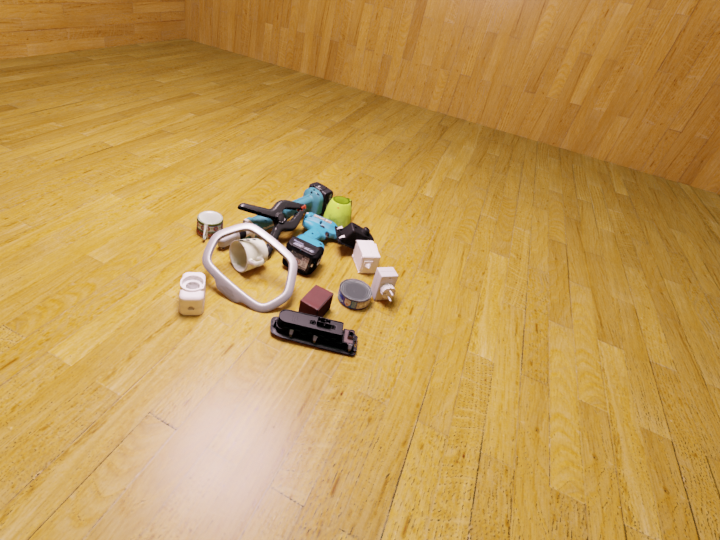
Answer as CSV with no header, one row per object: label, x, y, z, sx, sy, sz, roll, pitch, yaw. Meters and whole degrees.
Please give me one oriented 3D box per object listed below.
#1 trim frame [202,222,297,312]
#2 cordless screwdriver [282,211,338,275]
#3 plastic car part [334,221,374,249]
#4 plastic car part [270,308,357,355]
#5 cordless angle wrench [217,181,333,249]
trim frame,-0.269,-0.010,1.032,0.252,0.027,0.183,38,73,7
cordless screwdriver,-0.119,-0.078,1.214,0.160,0.073,0.250,22,32,1
plastic car part,-0.009,-0.103,1.237,0.110,0.072,0.068,21,41,-35
plastic car part,-0.104,0.132,0.946,0.204,0.065,0.067,10,43,3
cordless angle wrench,-0.253,-0.163,1.280,0.078,0.096,0.412,35,45,25
